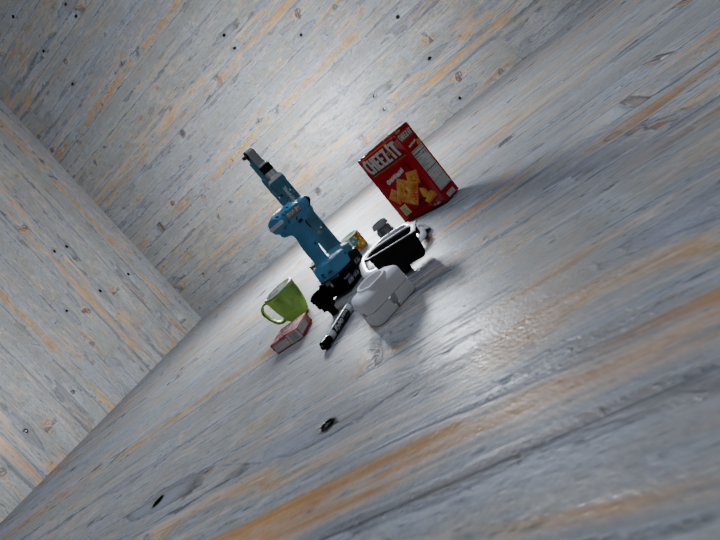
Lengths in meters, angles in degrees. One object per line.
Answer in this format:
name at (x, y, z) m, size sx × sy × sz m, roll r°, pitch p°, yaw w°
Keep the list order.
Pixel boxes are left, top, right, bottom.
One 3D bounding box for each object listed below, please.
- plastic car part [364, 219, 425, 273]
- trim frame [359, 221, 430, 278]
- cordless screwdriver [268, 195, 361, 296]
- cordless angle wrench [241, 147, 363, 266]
plastic car part at (0.074, -0.030, 0.795) m, size 0.118 × 0.070 × 0.066 m, roll -36°, pitch 10°, yaw 22°
trim frame at (0.074, -0.050, 0.962) m, size 0.185 × 0.027 × 0.252 m, roll -39°, pitch 12°, yaw 6°
cordless screwdriver at (-0.100, -0.065, 1.023) m, size 0.076 × 0.245 × 0.158 m, roll -35°, pitch 10°, yaw 38°
cordless angle wrench at (-0.162, -0.159, 1.131) m, size 0.097 × 0.418 × 0.076 m, roll -42°, pitch 7°, yaw -15°
